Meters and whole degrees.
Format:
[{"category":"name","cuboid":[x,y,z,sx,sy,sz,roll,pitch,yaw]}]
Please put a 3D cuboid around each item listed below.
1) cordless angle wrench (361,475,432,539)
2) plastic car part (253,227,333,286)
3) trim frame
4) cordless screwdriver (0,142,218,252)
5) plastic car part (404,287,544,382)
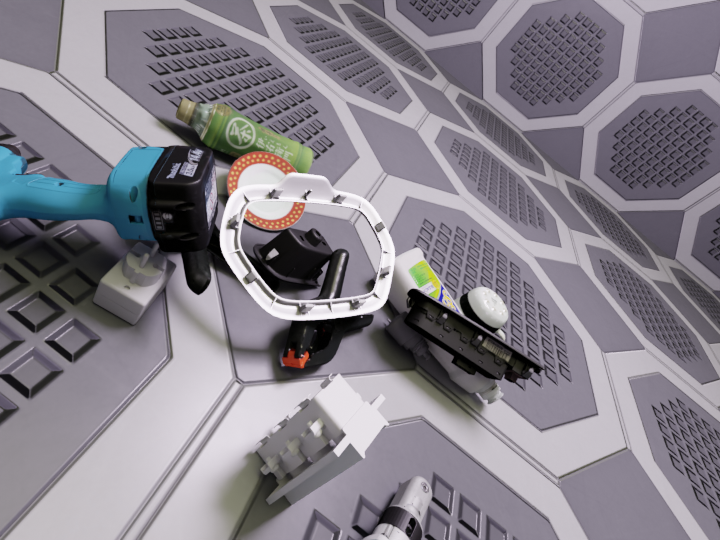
[{"category":"cordless angle wrench","cuboid":[-0.030,0.288,0.281,0.076,0.098,0.412,45,32,8]},{"category":"plastic car part","cuboid":[-0.077,-0.026,0.560,0.068,0.071,0.111,57,17,21]},{"category":"trim frame","cuboid":[-0.050,-0.033,0.515,0.238,0.028,0.189,-1,67,-33]},{"category":"cordless screwdriver","cuboid":[-0.268,-0.083,0.411,0.245,0.072,0.166,-2,38,-9]},{"category":"plastic car part","cuboid":[0.140,0.097,0.583,0.203,0.067,0.066,37,-7,0]}]
